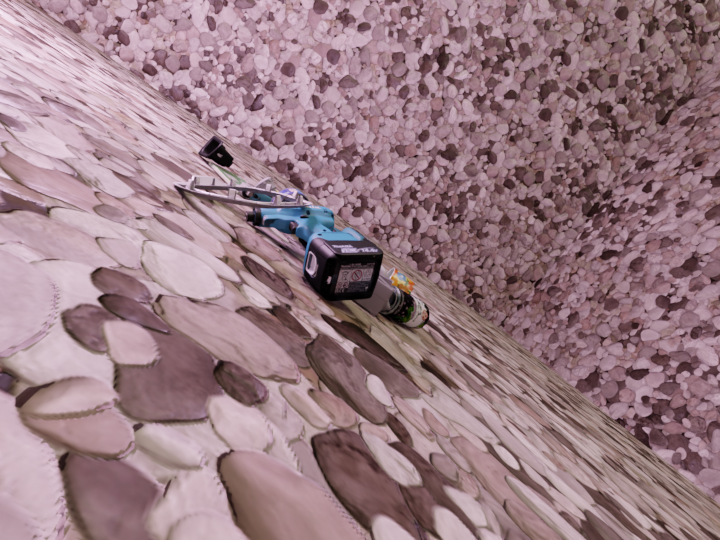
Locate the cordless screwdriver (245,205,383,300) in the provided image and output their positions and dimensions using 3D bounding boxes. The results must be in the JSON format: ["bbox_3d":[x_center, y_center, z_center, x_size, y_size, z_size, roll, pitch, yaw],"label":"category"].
[{"bbox_3d":[-0.082,-0.046,0.666,0.153,0.073,0.262,0,26,-27],"label":"cordless screwdriver"}]

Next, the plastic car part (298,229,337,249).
[{"bbox_3d":[-0.079,-0.052,0.811,0.064,0.066,0.214,-4,28,-30],"label":"plastic car part"}]

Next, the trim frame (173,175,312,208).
[{"bbox_3d":[-0.184,-0.128,0.687,0.191,0.027,0.242,15,16,20],"label":"trim frame"}]

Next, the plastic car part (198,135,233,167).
[{"bbox_3d":[-0.361,-0.295,1.084,0.067,0.066,0.123,43,-4,-39],"label":"plastic car part"}]

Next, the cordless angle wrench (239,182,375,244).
[{"bbox_3d":[-0.125,-0.117,1.029,0.399,0.074,0.104,25,12,-45],"label":"cordless angle wrench"}]
